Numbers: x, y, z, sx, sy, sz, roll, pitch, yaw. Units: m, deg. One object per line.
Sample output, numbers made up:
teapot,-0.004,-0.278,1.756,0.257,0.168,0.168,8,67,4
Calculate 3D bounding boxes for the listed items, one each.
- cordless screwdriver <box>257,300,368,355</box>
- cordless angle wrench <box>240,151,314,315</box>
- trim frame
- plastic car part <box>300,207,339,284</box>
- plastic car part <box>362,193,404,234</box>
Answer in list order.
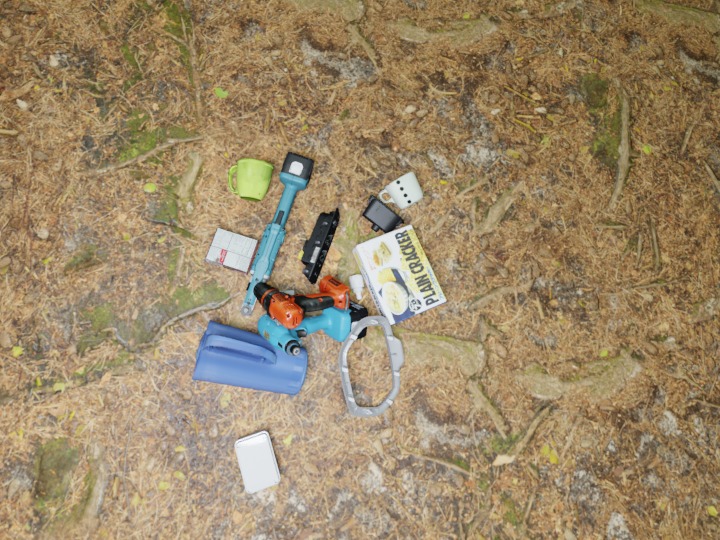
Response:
cordless screwdriver,-0.090,0.131,0.944,0.239,0.168,0.073,-6,107,-32
cordless angle wrench,-0.218,-0.089,1.065,0.074,0.098,0.425,18,79,-5
trim frame,0.030,0.224,0.976,0.178,0.029,0.244,-21,105,-36
plastic car part,-0.106,-0.069,1.083,0.070,0.063,0.204,18,75,23
plastic car part,0.051,-0.139,1.117,0.117,0.066,0.071,41,91,0
